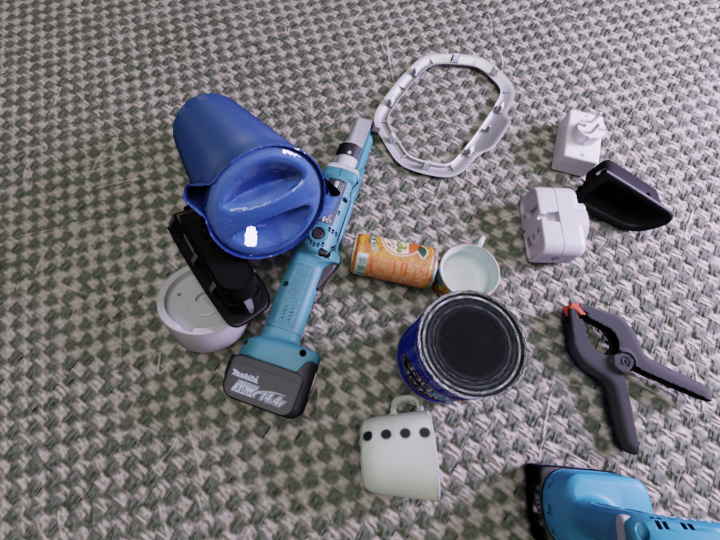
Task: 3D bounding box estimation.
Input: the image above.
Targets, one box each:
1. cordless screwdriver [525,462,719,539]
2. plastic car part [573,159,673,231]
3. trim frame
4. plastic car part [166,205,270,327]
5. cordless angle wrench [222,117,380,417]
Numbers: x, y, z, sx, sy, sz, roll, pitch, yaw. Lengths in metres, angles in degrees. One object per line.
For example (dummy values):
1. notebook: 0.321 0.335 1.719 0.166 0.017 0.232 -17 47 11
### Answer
1. cordless screwdriver: 0.248 0.217 0.349 0.161 0.242 0.076 3 71 4
2. plastic car part: 0.352 -0.107 0.572 0.115 0.066 0.072 25 57 -7
3. trim frame: 0.133 -0.249 0.650 0.189 0.027 0.248 33 71 12
4. plastic car part: -0.171 -0.023 0.506 0.064 0.066 0.213 -20 53 -30
5. cordless angle wrench: -0.054 -0.035 0.551 0.099 0.073 0.427 15 68 5
